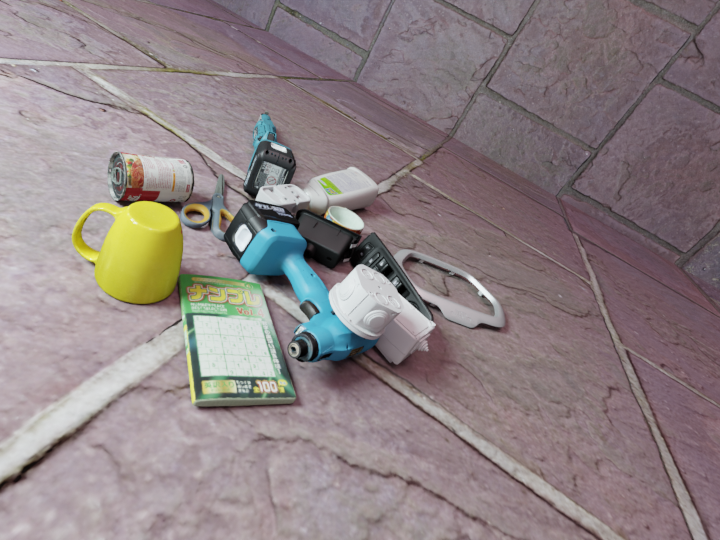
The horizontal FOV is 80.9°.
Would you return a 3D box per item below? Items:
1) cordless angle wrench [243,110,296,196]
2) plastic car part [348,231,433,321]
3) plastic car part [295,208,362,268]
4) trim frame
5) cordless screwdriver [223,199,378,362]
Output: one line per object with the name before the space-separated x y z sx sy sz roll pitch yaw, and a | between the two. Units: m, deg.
cordless angle wrench | -0.207 -0.277 0.927 0.071 0.097 0.441 17 26 -24
plastic car part | 0.053 0.029 0.681 0.063 0.067 0.214 39 14 -44
plastic car part | -0.068 -0.045 0.698 0.117 0.065 0.071 26 43 1
trim frame | 0.165 0.033 0.800 0.242 0.027 0.190 21 28 -16
cordless screwdriver | -0.093 0.012 0.546 0.260 0.074 0.152 47 23 25
